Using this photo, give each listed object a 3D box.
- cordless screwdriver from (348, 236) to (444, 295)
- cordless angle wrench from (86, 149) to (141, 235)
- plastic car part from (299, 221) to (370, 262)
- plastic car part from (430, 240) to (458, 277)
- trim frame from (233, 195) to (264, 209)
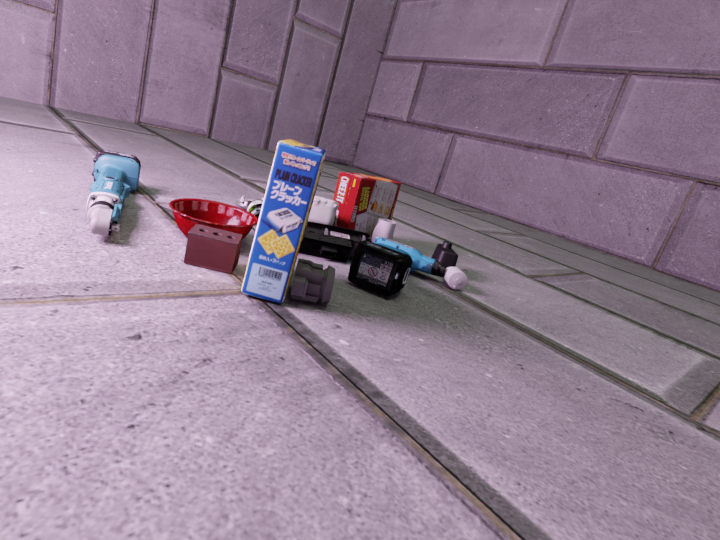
[{"bbox_3d":[0.077,-0.011,0.820,0.164,0.074,0.243,19,13,13],"label":"cordless screwdriver"},{"bbox_3d":[-0.479,-0.152,0.809,0.094,0.073,0.445,6,21,-29],"label":"cordless angle wrench"},{"bbox_3d":[-0.084,-0.055,0.855,0.200,0.065,0.069,14,42,-9],"label":"plastic car part"},{"bbox_3d":[0.194,-0.031,0.984,0.066,0.070,0.118,16,19,-3],"label":"plastic car part"},{"bbox_3d":[-0.219,-0.154,1.103,0.262,0.027,0.176,28,22,31],"label":"trim frame"}]
